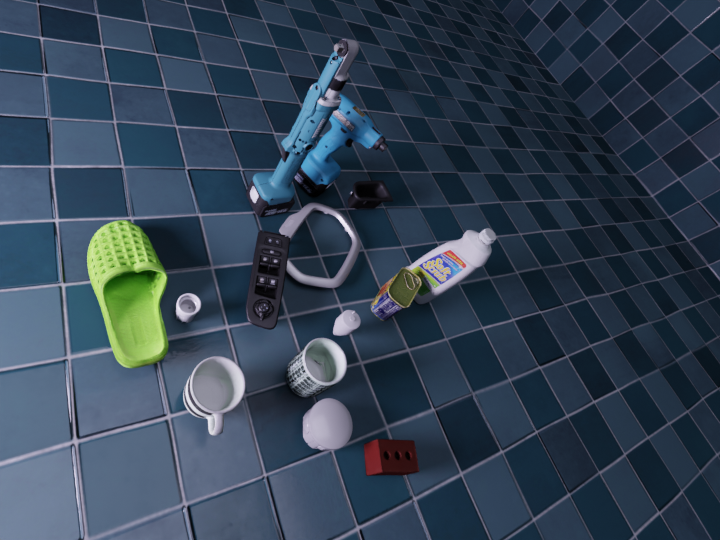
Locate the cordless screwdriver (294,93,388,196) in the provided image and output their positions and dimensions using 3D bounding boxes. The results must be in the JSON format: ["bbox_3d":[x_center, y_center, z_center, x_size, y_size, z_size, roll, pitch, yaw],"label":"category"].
[{"bbox_3d":[-0.053,-0.264,0.971,0.160,0.251,0.073,45,48,2],"label":"cordless screwdriver"}]

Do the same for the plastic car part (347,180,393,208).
[{"bbox_3d":[0.011,-0.183,1.070,0.112,0.071,0.068,-10,66,-35],"label":"plastic car part"}]

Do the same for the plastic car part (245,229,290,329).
[{"bbox_3d":[-0.185,0.022,0.818,0.064,0.067,0.209,15,52,-22],"label":"plastic car part"}]

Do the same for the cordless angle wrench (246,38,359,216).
[{"bbox_3d":[-0.113,-0.255,0.814,0.094,0.426,0.076,-16,71,-38],"label":"cordless angle wrench"}]

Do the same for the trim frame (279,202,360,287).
[{"bbox_3d":[-0.093,-0.061,0.955,0.182,0.028,0.249,32,48,-6],"label":"trim frame"}]
